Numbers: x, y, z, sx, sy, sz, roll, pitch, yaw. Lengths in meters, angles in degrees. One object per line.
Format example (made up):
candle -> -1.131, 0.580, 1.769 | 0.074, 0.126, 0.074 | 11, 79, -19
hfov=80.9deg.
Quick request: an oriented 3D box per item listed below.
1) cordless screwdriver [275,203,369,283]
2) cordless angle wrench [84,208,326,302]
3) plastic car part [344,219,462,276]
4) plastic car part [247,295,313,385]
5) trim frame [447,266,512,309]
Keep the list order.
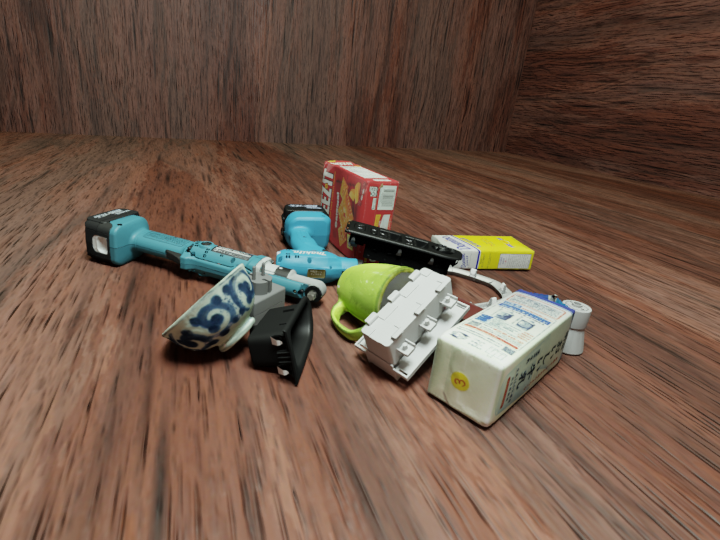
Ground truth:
cordless screwdriver -> -0.078, -0.051, 0.796 | 0.157, 0.073, 0.257 | 1, 26, -9
cordless angle wrench -> -0.255, -0.019, 0.689 | 0.436, 0.073, 0.097 | 14, 23, 16
plastic car part -> 0.071, -0.032, 0.721 | 0.205, 0.066, 0.066 | 11, 13, 5
plastic car part -> -0.099, 0.077, 0.506 | 0.072, 0.064, 0.118 | -8, 18, 5
trim frame -> 0.135, 0.029, 0.700 | 0.241, 0.027, 0.193 | -3, 24, -22
